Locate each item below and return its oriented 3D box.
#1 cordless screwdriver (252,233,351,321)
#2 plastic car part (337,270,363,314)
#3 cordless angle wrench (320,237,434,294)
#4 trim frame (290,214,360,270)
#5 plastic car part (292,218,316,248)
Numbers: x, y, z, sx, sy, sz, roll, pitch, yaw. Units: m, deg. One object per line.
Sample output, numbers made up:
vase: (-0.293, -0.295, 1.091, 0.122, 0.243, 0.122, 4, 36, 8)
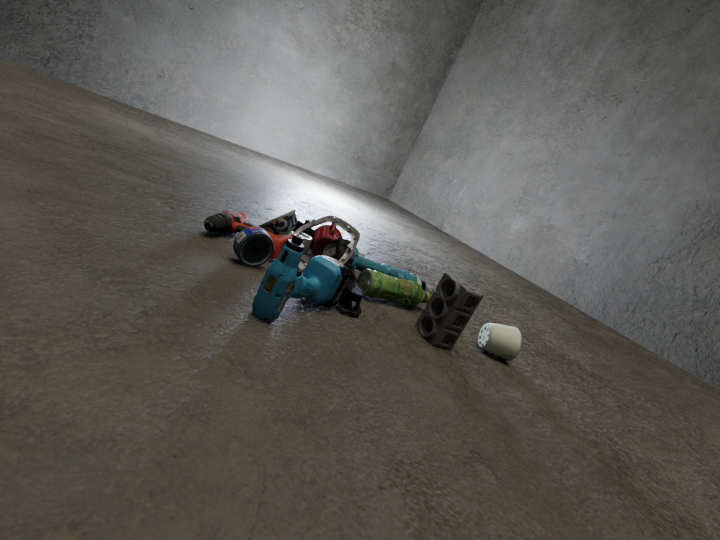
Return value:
cordless screwdriver: (-0.099, 0.006, 0.818, 0.077, 0.158, 0.239, 31, 14, 20)
plastic car part: (-0.030, 0.041, 0.997, 0.064, 0.067, 0.209, 27, 16, -19)
cordless angle wrench: (0.073, 0.011, 1.205, 0.401, 0.075, 0.101, 20, -23, -36)
trim frame: (-0.105, -0.069, 1.079, 0.263, 0.183, 0.026, 40, -13, 49)
plastic car part: (-0.167, -0.120, 1.304, 0.122, 0.071, 0.063, 35, 16, 24)
